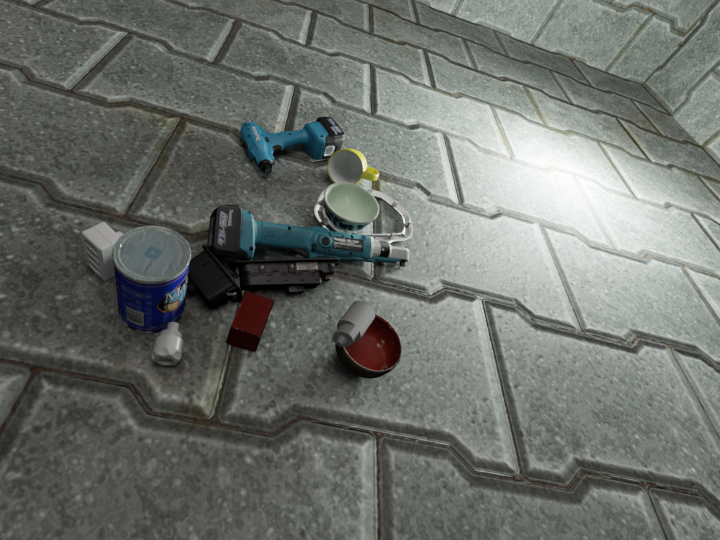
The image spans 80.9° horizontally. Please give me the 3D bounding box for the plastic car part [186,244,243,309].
[{"bbox_3d":[-0.261,0.020,0.722,0.070,0.064,0.121,-37,67,-26],"label":"plastic car part"}]

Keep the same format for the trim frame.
[{"bbox_3d":[0.011,-0.129,0.979,0.240,0.027,0.192,0,51,-24],"label":"trim frame"}]

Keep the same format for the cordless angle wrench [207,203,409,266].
[{"bbox_3d":[-0.082,-0.054,0.838,0.407,0.077,0.098,6,83,-24],"label":"cordless angle wrench"}]

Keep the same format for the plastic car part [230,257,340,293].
[{"bbox_3d":[-0.140,0.010,0.778,0.196,0.067,0.068,3,77,-21],"label":"plastic car part"}]

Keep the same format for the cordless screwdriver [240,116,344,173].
[{"bbox_3d":[-0.158,-0.305,1.039,0.241,0.073,0.166,-12,56,-25],"label":"cordless screwdriver"}]
